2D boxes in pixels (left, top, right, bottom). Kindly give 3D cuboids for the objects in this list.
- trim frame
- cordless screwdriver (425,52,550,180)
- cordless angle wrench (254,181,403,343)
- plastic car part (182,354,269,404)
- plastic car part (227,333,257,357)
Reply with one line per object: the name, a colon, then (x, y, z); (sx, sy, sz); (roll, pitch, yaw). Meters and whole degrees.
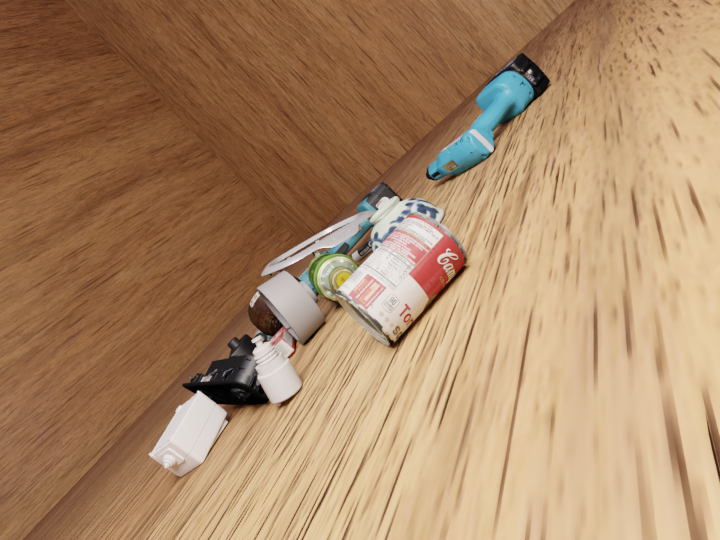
trim frame: (-0.076, -0.049, 0.774); (0.243, 0.027, 0.190); (-33, 11, -29)
cordless screwdriver: (0.219, -0.265, 0.764); (0.248, 0.073, 0.162); (-52, 11, -19)
cordless angle wrench: (-0.072, -0.009, 0.889); (0.421, 0.073, 0.099); (-48, 8, -11)
plastic car part: (-0.176, 0.151, 0.581); (0.209, 0.064, 0.067); (-18, 34, 53)
plastic car part: (-0.207, 0.149, 0.762); (0.066, 0.070, 0.117); (-46, 5, -5)
